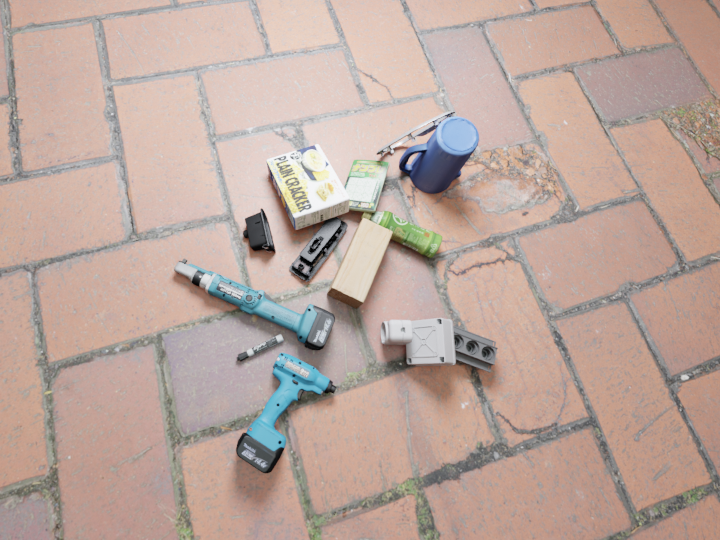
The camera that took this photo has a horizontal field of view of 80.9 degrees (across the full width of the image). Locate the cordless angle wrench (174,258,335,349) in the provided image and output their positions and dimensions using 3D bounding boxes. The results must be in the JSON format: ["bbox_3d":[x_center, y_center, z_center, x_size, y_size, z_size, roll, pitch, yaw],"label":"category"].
[{"bbox_3d":[-0.273,0.074,1.054,0.426,0.073,0.098,23,70,4],"label":"cordless angle wrench"}]

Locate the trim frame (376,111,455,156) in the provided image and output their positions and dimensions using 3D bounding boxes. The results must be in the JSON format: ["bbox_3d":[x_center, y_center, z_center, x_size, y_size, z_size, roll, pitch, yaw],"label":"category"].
[{"bbox_3d":[0.148,-0.373,1.166,0.180,0.256,0.027,-36,100,-43],"label":"trim frame"}]

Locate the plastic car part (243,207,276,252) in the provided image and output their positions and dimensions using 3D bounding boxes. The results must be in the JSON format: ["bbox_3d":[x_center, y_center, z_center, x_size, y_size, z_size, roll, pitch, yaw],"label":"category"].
[{"bbox_3d":[-0.274,-0.099,1.121,0.071,0.064,0.120,-20,72,0],"label":"plastic car part"}]

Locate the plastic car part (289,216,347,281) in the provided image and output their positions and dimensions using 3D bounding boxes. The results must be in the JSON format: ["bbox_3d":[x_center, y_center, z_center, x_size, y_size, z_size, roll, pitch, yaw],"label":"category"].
[{"bbox_3d":[-0.110,-0.072,1.125,0.069,0.065,0.202,28,65,21],"label":"plastic car part"}]

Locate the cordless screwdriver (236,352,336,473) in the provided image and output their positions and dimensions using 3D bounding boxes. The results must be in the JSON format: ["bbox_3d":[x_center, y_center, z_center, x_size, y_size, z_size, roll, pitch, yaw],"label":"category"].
[{"bbox_3d":[-0.170,0.333,0.973,0.160,0.074,0.250,25,66,1],"label":"cordless screwdriver"}]
